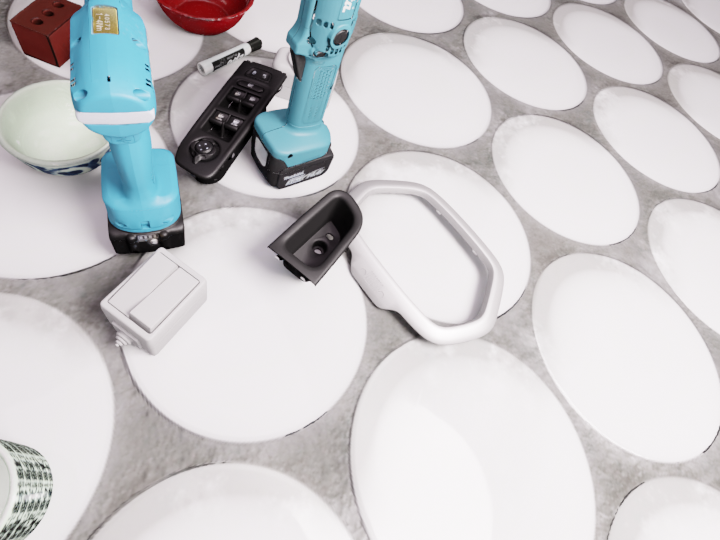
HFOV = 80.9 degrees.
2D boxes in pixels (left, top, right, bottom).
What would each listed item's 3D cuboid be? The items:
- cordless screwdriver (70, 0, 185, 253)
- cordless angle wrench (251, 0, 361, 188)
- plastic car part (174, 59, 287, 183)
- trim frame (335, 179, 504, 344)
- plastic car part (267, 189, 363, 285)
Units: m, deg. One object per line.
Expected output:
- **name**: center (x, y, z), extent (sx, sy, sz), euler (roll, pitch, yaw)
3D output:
- **cordless screwdriver**: center (-0.215, -0.129, 0.397), extent (0.072, 0.248, 0.164), euler (-7, 66, -22)
- **cordless angle wrench**: center (-0.034, -0.237, 0.402), extent (0.095, 0.422, 0.076), euler (-24, 74, -28)
- **plastic car part**: center (-0.168, -0.187, 0.547), extent (0.066, 0.067, 0.204), euler (25, 58, -3)
- **trim frame**: center (0.075, -0.022, 0.541), extent (0.180, 0.027, 0.256), euler (-30, 72, -27)
- **plastic car part**: center (-0.048, -0.031, 0.489), extent (0.067, 0.070, 0.115), euler (38, 59, 5)
